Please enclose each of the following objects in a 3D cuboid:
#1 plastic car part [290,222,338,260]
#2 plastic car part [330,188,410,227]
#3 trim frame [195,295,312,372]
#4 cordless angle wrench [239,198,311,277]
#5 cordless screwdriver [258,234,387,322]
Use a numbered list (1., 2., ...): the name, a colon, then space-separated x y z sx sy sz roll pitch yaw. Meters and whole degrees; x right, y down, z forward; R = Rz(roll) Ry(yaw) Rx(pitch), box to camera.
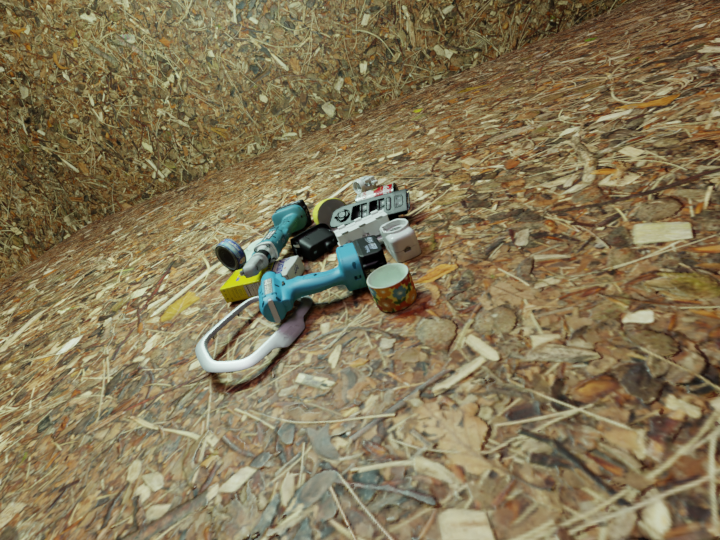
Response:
1. plastic car part: -0.099 -0.065 1.011 0.114 0.063 0.075 -32 41 -23
2. plastic car part: 0.024 -0.137 1.019 0.209 0.063 0.068 -9 65 22
3. trim frame: -0.192 0.105 0.779 0.192 0.027 0.245 1 29 31
4. cordless angle wrench: -0.208 -0.082 1.055 0.100 0.072 0.427 -18 21 12
5. cordless screwdriver: -0.077 0.006 0.812 0.248 0.072 0.165 -20 26 -3
